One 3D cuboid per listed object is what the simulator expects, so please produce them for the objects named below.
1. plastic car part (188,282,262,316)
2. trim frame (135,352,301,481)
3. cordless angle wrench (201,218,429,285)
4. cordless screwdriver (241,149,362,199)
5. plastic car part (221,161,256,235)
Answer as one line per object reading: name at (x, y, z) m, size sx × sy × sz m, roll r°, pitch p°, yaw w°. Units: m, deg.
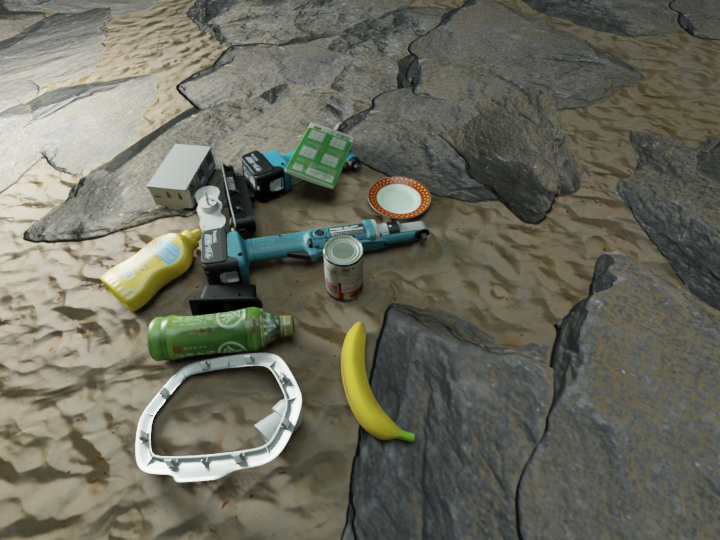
plastic car part at (-0.227, 0.051, 0.727) m, size 0.115 × 0.064 × 0.074 m, roll -5°, pitch 36°, yaw -7°
trim frame at (-0.201, 0.196, 0.588) m, size 0.253 × 0.026 × 0.190 m, roll -9°, pitch 44°, yaw 11°
cordless angle wrench at (-0.078, -0.051, 0.793) m, size 0.419 × 0.072 × 0.102 m, roll -9°, pitch 51°, yaw -7°
cordless screwdriver at (-0.129, -0.234, 0.945) m, size 0.244 × 0.072 × 0.167 m, roll -30°, pitch 55°, yaw -25°
plastic car part at (-0.253, -0.141, 0.881) m, size 0.065 × 0.065 × 0.212 m, roll -2°, pitch 48°, yaw -20°
